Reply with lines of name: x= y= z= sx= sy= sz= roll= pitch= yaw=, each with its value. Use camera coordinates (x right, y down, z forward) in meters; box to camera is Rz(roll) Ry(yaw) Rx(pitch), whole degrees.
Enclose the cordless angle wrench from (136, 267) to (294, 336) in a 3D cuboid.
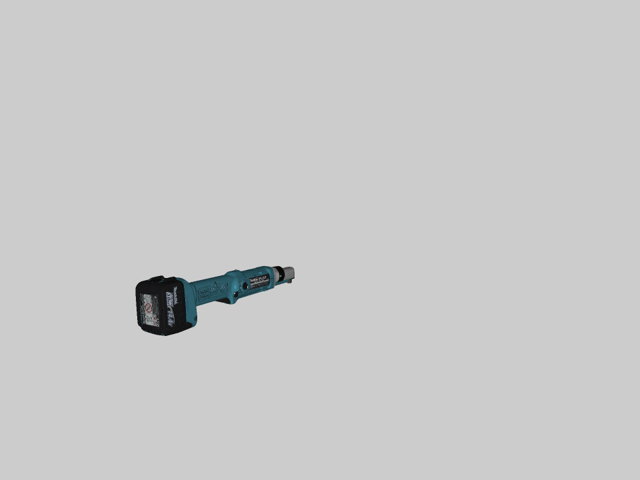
cordless angle wrench: x=-0.179 y=0.097 z=0.890 sx=0.074 sy=0.098 sz=0.422 roll=1 pitch=6 yaw=31
